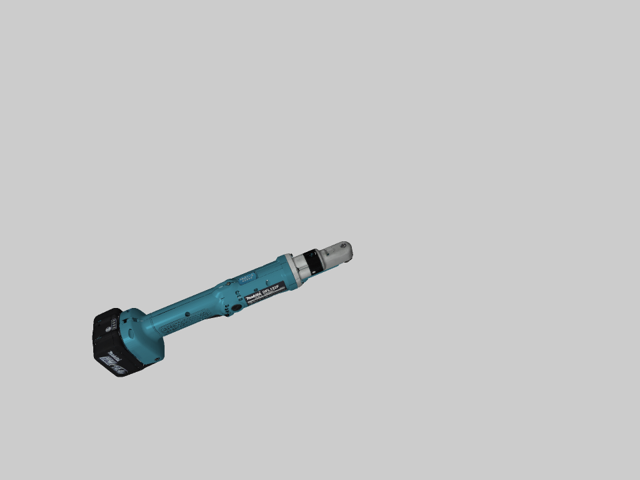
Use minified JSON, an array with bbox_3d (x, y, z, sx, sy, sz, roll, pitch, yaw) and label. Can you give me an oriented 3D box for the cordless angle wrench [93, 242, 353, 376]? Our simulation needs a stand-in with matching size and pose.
[{"bbox_3d":[-0.143,0.091,0.686,0.423,0.074,0.098,-22,-42,-7],"label":"cordless angle wrench"}]
